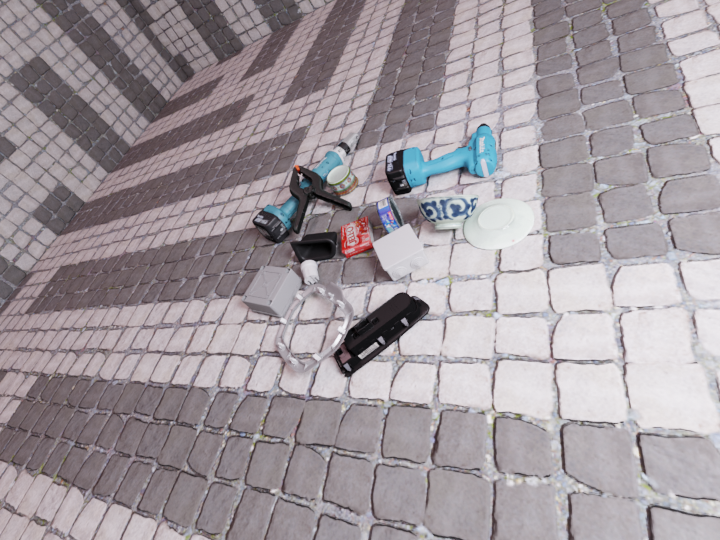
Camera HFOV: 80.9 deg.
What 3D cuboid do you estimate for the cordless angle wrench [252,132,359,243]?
[{"bbox_3d":[-0.138,-0.260,1.230,0.104,0.070,0.421,21,66,45],"label":"cordless angle wrench"}]

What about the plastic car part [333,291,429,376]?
[{"bbox_3d":[0.031,0.105,0.785,0.203,0.064,0.069,-35,33,1],"label":"plastic car part"}]

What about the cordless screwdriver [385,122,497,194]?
[{"bbox_3d":[0.188,-0.269,1.000,0.258,0.070,0.162,-7,49,26],"label":"cordless screwdriver"}]

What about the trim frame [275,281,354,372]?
[{"bbox_3d":[-0.101,0.106,0.865,0.184,0.026,0.260,-52,29,-7],"label":"trim frame"}]

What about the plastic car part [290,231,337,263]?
[{"bbox_3d":[-0.102,-0.066,1.040,0.121,0.063,0.071,-8,34,26],"label":"plastic car part"}]
